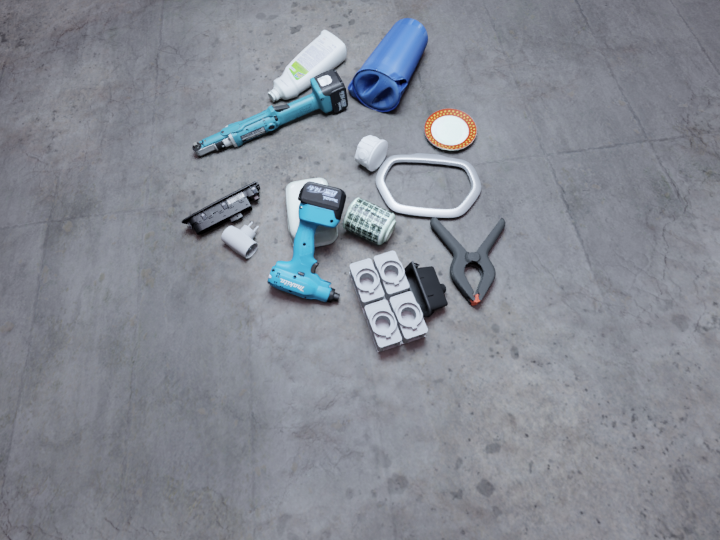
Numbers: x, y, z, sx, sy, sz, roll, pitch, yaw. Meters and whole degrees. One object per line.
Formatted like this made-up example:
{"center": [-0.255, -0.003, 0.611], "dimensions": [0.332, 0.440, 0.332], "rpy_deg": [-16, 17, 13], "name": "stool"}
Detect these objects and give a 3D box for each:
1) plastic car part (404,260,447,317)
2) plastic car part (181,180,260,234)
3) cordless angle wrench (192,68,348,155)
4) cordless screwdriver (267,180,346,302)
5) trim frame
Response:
{"center": [0.144, 0.038, 0.898], "dimensions": [0.069, 0.065, 0.120], "rpy_deg": [-15, 69, -19], "name": "plastic car part"}
{"center": [-0.327, -0.143, 1.019], "dimensions": [0.201, 0.067, 0.067], "rpy_deg": [-25, 95, -7], "name": "plastic car part"}
{"center": [-0.241, -0.396, 1.109], "dimensions": [0.422, 0.095, 0.077], "rpy_deg": [-24, 69, -1], "name": "cordless angle wrench"}
{"center": [-0.088, -0.058, 0.904], "dimensions": [0.159, 0.075, 0.247], "rpy_deg": [20, 99, -1], "name": "cordless screwdriver"}
{"center": [0.161, -0.210, 1.018], "dimensions": [0.252, 0.027, 0.187], "rpy_deg": [4, 68, 9], "name": "trim frame"}
